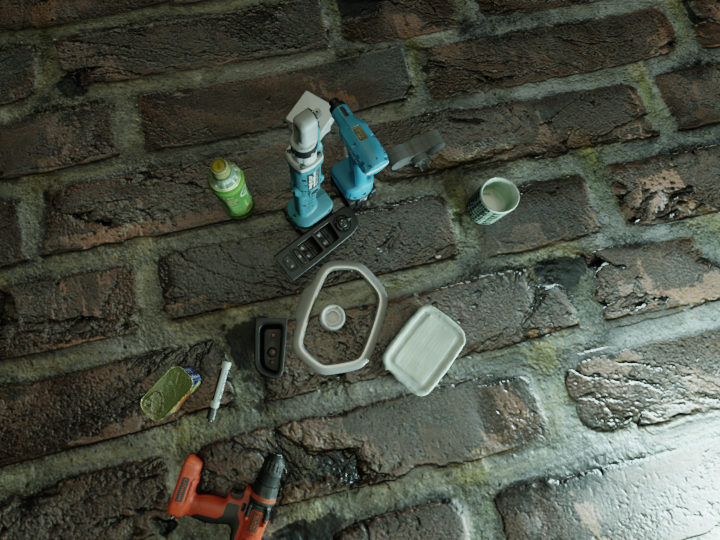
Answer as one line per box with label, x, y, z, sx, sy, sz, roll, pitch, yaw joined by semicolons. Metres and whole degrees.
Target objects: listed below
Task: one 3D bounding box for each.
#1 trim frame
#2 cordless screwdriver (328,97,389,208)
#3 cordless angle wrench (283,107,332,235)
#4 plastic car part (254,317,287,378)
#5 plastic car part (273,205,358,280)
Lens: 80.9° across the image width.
trim frame;-0.045;0.096;0.895;0.185;0.027;0.250;18;77;4
cordless screwdriver;-0.020;-0.230;0.863;0.074;0.247;0.162;-30;82;-10
cordless angle wrench;-0.097;-0.162;0.757;0.097;0.419;0.075;-38;85;-11
plastic car part;-0.181;0.157;0.857;0.066;0.070;0.118;1;77;-3
plastic car part;-0.089;-0.058;0.913;0.202;0.066;0.067;-39;83;-9
